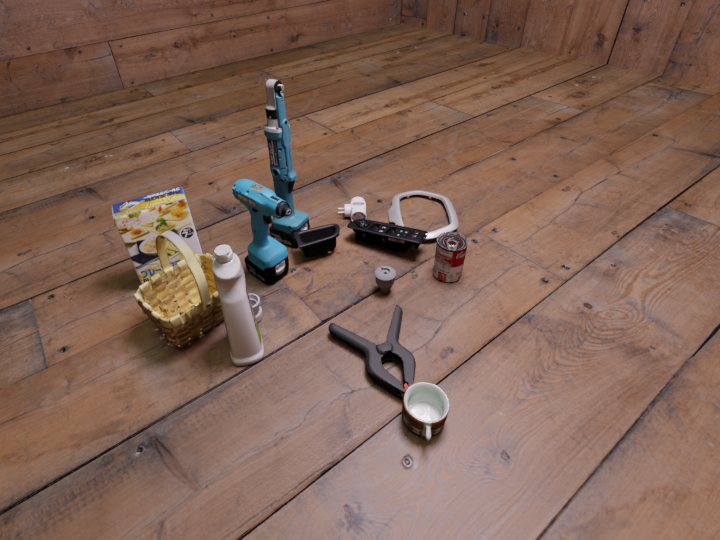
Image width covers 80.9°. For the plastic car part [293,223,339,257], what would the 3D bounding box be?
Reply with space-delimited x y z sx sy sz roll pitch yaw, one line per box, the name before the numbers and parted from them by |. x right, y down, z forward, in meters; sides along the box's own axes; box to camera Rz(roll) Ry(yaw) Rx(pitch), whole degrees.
plastic car part | -0.105 -0.069 1.072 0.115 0.068 0.069 -13 42 -12

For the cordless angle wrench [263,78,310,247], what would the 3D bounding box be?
cordless angle wrench | -0.189 -0.247 1.025 0.102 0.409 0.073 21 44 23

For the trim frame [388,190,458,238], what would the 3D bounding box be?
trim frame | 0.172 -0.161 1.188 0.185 0.026 0.256 -3 41 2

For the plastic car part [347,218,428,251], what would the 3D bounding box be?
plastic car part | 0.064 -0.089 1.084 0.212 0.065 0.066 18 44 23

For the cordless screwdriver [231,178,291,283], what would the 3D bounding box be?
cordless screwdriver | -0.208 -0.078 0.960 0.168 0.240 0.073 29 48 31
